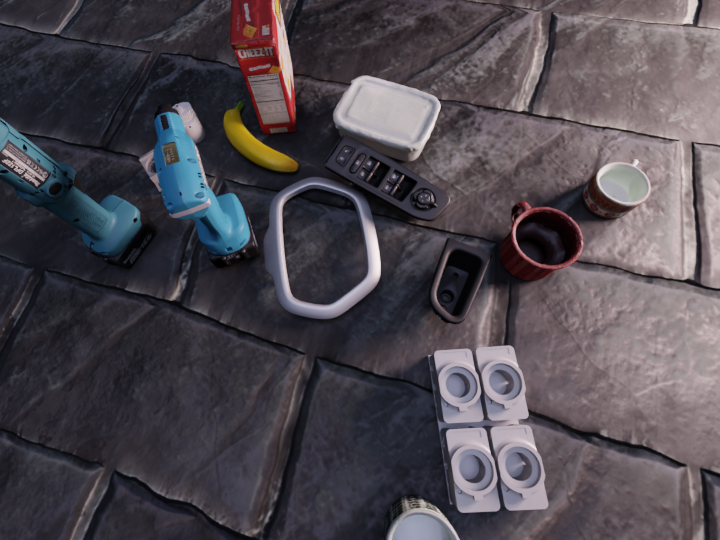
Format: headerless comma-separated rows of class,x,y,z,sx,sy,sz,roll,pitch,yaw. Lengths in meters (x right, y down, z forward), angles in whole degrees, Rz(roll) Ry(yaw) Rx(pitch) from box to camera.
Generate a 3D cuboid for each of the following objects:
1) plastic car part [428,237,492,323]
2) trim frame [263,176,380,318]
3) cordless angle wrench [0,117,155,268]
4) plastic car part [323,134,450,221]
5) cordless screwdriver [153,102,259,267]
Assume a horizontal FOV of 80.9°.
plastic car part,0.132,0.024,0.609,0.068,0.069,0.117,22,73,11
trim frame,-0.066,-0.043,0.679,0.185,0.027,0.255,-10,69,2
cordless angle wrench,-0.402,-0.115,0.535,0.076,0.412,0.098,27,74,9
plastic car part,0.041,-0.137,0.683,0.209,0.065,0.066,31,75,15
cordless screwdriver,-0.221,-0.108,0.604,0.074,0.242,0.164,-20,71,-5
